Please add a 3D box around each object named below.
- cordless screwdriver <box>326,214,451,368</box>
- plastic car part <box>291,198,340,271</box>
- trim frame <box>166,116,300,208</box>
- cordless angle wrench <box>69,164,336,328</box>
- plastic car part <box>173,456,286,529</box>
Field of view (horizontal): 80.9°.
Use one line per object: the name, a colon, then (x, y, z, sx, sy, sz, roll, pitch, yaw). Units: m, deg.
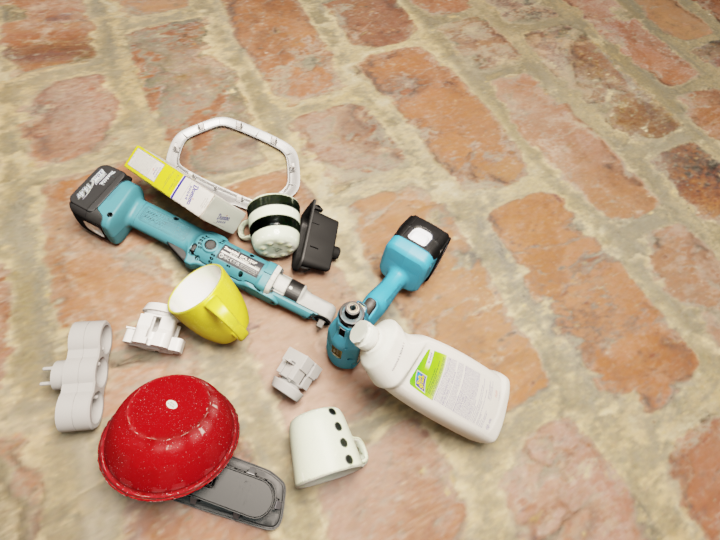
cordless screwdriver: (0.039, 0.018, 0.602, 0.077, 0.155, 0.247, 33, 61, 14)
plastic car part: (-0.067, -0.044, 0.683, 0.069, 0.067, 0.119, 14, 64, -19)
trim frame: (-0.224, -0.195, 0.757, 0.251, 0.027, 0.185, 26, 63, 5)
cordless angle wrench: (-0.230, -0.026, 0.645, 0.427, 0.073, 0.098, 26, 62, 4)
plastic car part: (-0.184, 0.250, 0.510, 0.203, 0.066, 0.067, 20, 55, 0)
